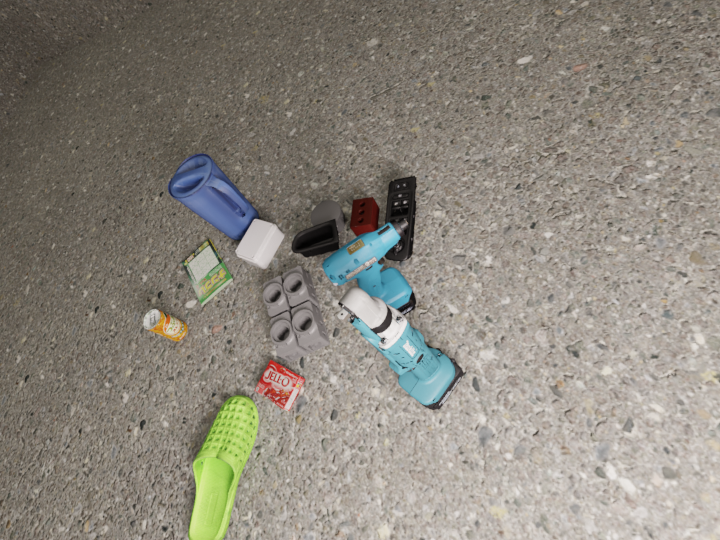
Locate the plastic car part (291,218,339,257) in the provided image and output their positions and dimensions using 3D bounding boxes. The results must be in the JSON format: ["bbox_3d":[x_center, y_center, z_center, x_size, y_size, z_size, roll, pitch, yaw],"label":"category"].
[{"bbox_3d":[-0.098,-0.064,1.002,0.119,0.067,0.068,-18,57,16],"label":"plastic car part"}]

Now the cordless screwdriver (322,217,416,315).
[{"bbox_3d":[0.045,0.006,0.786,0.160,0.235,0.078,-34,55,5],"label":"cordless screwdriver"}]

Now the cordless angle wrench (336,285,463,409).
[{"bbox_3d":[0.064,0.114,0.614,0.078,0.400,0.098,33,80,34],"label":"cordless angle wrench"}]

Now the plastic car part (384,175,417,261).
[{"bbox_3d":[0.091,-0.106,0.933,0.069,0.063,0.206,-3,62,24],"label":"plastic car part"}]
